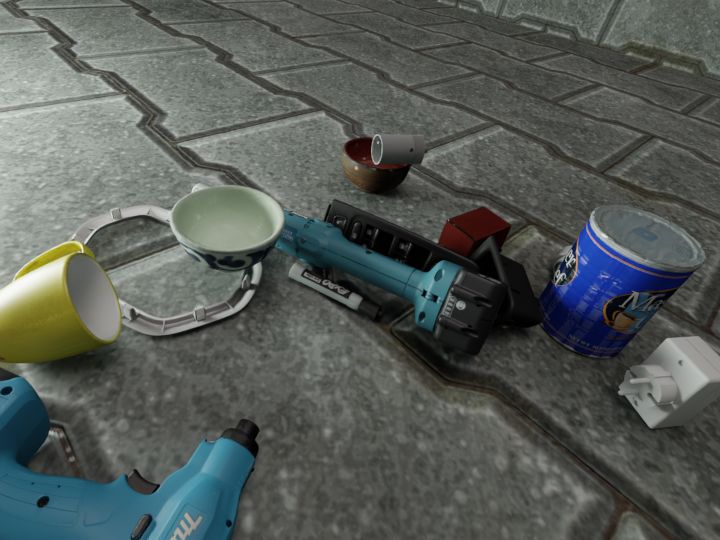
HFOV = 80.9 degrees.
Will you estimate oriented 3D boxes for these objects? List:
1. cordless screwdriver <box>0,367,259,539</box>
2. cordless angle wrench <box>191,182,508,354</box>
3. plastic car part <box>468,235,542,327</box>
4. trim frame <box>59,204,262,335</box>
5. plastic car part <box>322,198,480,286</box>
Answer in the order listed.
[{"bbox_3d":[-0.204,0.135,0.299,0.253,0.073,0.159,21,41,8],"label":"cordless screwdriver"},{"bbox_3d":[-0.050,-0.033,0.513,0.442,0.074,0.094,24,7,24],"label":"cordless angle wrench"},{"bbox_3d":[0.176,0.027,0.505,0.069,0.066,0.120,15,42,-17],"label":"plastic car part"},{"bbox_3d":[-0.236,-0.015,0.500,0.258,0.027,0.182,23,42,19],"label":"trim frame"},{"bbox_3d":[0.049,-0.026,0.542,0.211,0.066,0.065,27,16,21],"label":"plastic car part"}]
